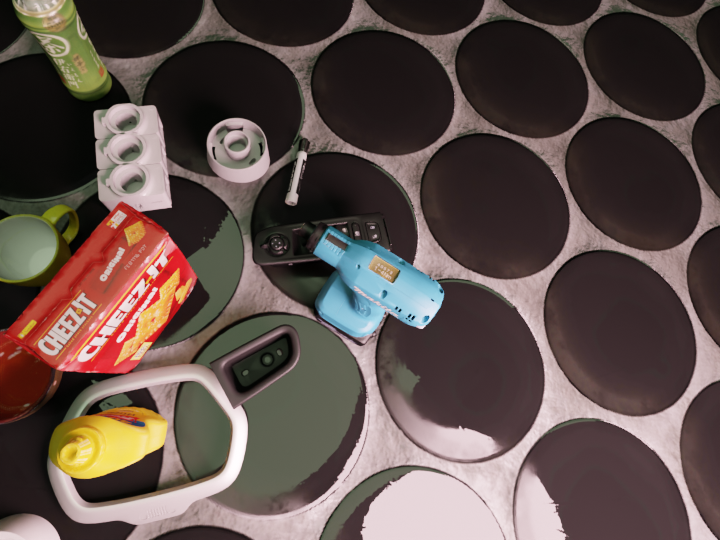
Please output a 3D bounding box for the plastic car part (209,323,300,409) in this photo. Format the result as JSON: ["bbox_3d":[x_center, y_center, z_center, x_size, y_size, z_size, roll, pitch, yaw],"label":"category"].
[{"bbox_3d":[-0.134,0.124,0.573,0.115,0.071,0.067,-30,82,-16],"label":"plastic car part"}]

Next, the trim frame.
[{"bbox_3d":[-0.271,0.223,0.547,0.245,0.027,0.188,-10,75,-11],"label":"trim frame"}]

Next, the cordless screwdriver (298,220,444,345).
[{"bbox_3d":[-0.015,0.021,0.528,0.160,0.248,0.074,33,71,-1],"label":"cordless screwdriver"}]

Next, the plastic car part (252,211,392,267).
[{"bbox_3d":[-0.062,-0.041,0.636,0.200,0.067,0.067,-7,76,-10],"label":"plastic car part"}]
